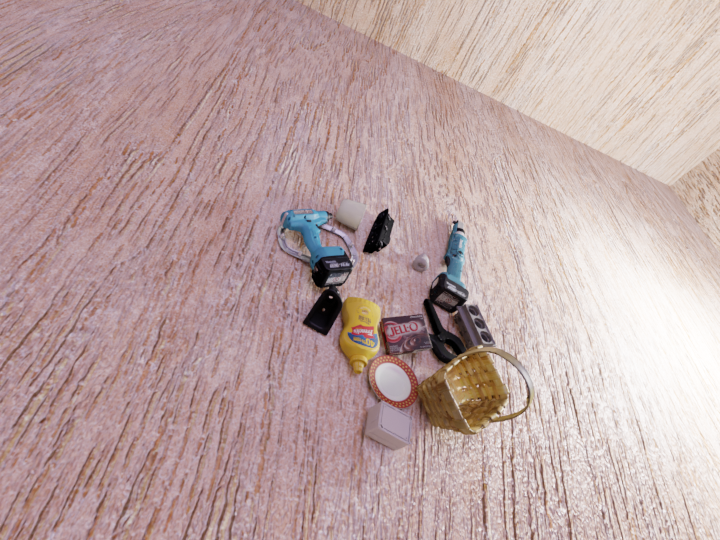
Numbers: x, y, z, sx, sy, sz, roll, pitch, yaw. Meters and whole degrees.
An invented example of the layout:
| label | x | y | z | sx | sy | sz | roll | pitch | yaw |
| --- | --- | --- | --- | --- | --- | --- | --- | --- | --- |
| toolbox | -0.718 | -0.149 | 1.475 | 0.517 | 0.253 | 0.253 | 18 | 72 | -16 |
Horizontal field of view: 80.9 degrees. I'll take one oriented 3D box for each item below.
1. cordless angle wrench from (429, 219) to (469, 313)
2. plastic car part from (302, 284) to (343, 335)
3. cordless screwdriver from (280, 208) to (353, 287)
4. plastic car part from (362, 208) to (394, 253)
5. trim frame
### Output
| label | x | y | z | sx | sy | sz | roll | pitch | yaw |
| --- | --- | --- | --- | --- | --- | --- | --- | --- | --- |
| cordless angle wrench | 0.303 | -0.041 | 1.357 | 0.098 | 0.074 | 0.425 | 29 | 41 | -4 |
| plastic car part | -0.080 | 0.084 | 1.014 | 0.066 | 0.116 | 0.071 | 29 | 19 | -5 |
| cordless screwdriver | -0.099 | -0.074 | 1.139 | 0.153 | 0.074 | 0.261 | -9 | 52 | -35 |
| plastic car part | 0.067 | -0.121 | 1.310 | 0.065 | 0.067 | 0.206 | 32 | 42 | -16 |
| trim frame | -0.117 | -0.077 | 1.197 | 0.243 | 0.027 | 0.188 | 21 | 45 | -12 |
